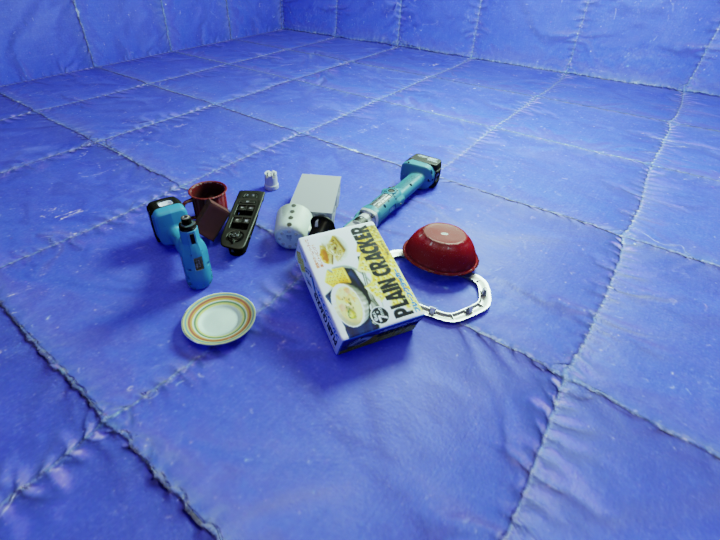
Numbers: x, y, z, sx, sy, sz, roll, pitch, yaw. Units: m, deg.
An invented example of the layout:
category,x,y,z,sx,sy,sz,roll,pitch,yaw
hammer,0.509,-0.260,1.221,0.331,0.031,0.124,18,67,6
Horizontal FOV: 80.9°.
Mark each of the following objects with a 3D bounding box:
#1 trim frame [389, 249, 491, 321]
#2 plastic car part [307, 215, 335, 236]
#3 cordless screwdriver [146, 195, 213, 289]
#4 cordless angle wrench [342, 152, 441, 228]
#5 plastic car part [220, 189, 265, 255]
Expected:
category,x,y,z,sx,sy,sz,roll,pitch,yaw
trim frame,0.136,0.020,0.855,0.260,0.027,0.182,19,41,25
plastic car part,-0.088,-0.057,0.897,0.068,0.112,0.071,17,64,17
cordless screwdriver,-0.382,-0.087,0.887,0.072,0.154,0.263,-21,41,-28
cordless angle wrench,0.076,-0.182,1.080,0.103,0.072,0.416,23,46,26
plastic car part,-0.274,-0.107,0.981,0.066,0.065,0.208,8,42,-4
